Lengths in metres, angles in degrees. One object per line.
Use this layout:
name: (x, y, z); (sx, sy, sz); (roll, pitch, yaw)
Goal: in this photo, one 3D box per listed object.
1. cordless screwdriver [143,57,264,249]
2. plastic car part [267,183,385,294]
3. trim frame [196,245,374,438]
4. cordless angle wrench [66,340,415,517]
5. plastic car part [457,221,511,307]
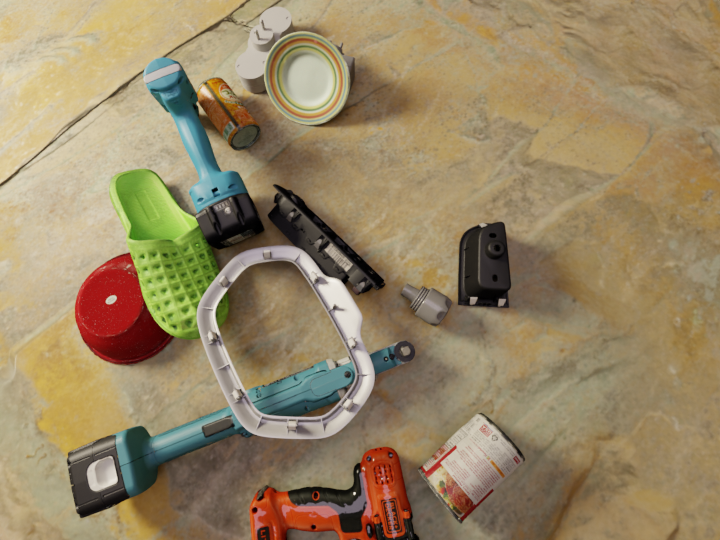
cordless screwdriver: (-0.218, -0.156, 0.600); (0.074, 0.160, 0.248); (-24, 92, -7)
plastic car part: (-0.057, -0.037, 0.583); (0.067, 0.064, 0.208); (-46, 77, 19)
trim frame: (-0.090, 0.075, 0.507); (0.181, 0.027, 0.258); (-25, 65, -15)
cordless angle wrench: (-0.130, 0.174, 0.522); (0.420, 0.096, 0.076); (-21, 78, -5)
plastic car part: (0.166, -0.013, 0.547); (0.066, 0.070, 0.118); (2, 79, 2)
